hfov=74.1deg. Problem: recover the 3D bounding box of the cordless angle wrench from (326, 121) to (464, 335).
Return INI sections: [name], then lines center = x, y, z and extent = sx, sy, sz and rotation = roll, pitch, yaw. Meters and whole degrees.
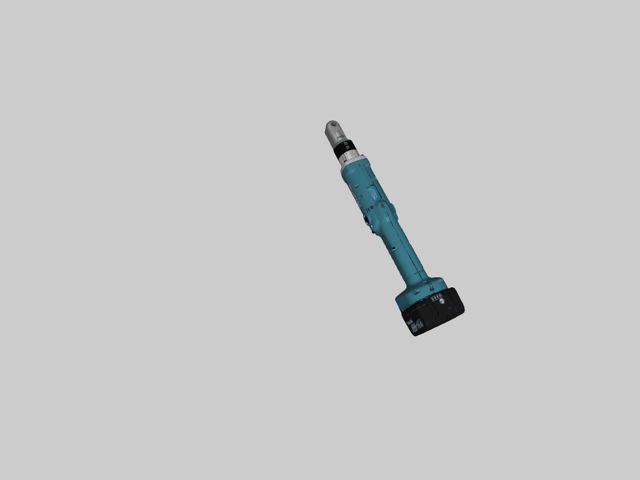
[cordless angle wrench]
center = 0.105, -0.043, 0.752
extent = 0.074, 0.422, 0.098
rotation = -22, -17, -13
